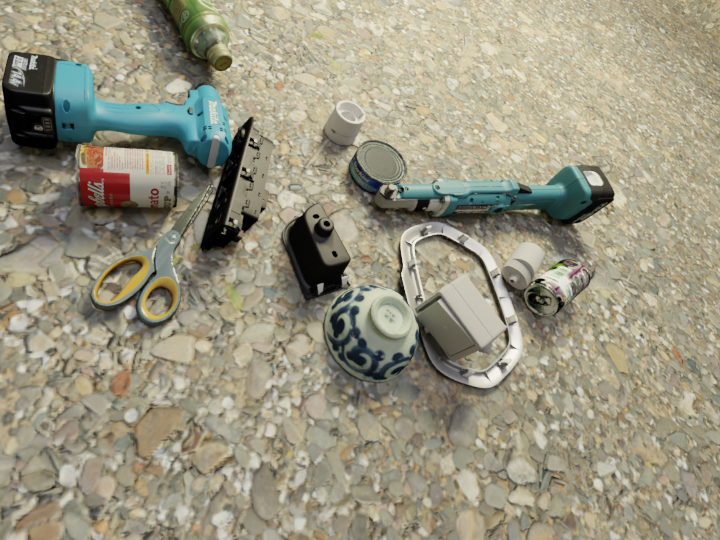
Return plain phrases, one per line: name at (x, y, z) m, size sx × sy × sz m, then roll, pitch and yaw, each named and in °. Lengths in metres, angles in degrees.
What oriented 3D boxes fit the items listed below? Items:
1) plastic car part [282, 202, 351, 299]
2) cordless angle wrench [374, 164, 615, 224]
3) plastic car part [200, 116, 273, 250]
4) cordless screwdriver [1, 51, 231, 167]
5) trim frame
plastic car part at (-0.052, -0.034, 0.530) m, size 0.064 × 0.071 × 0.120 m, roll -14°, pitch 71°, yaw -32°
cordless angle wrench at (0.216, -0.121, 0.687) m, size 0.411 × 0.098 × 0.077 m, roll -4°, pitch 65°, yaw -20°
plastic car part at (-0.149, -0.116, 0.545) m, size 0.064 × 0.067 × 0.208 m, roll 16°, pitch 55°, yaw -27°
cordless screwdriver at (-0.293, -0.211, 0.536) m, size 0.239 × 0.074 × 0.166 m, roll 2°, pitch 49°, yaw -26°
trim frame at (0.139, 0.036, 0.593) m, size 0.178 × 0.027 × 0.256 m, roll 1°, pitch 62°, yaw -20°
